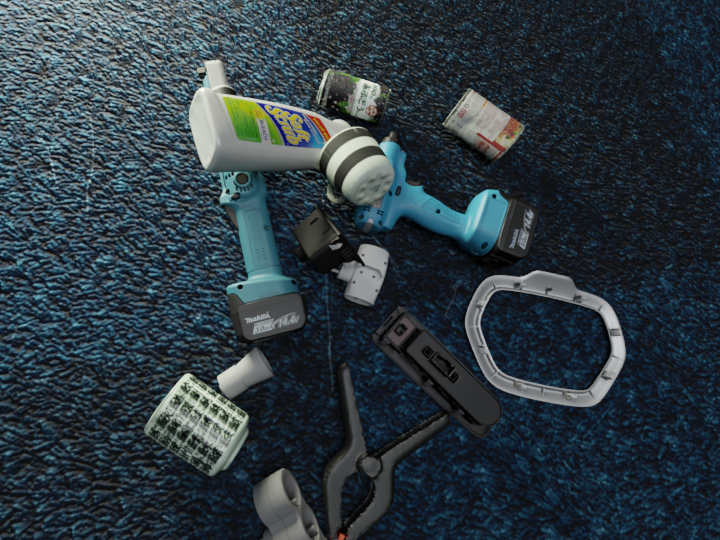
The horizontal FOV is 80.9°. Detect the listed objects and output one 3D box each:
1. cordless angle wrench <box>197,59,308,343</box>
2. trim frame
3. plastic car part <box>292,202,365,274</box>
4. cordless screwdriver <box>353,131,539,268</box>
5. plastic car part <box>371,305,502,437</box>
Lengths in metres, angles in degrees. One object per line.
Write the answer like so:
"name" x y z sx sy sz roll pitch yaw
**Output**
"cordless angle wrench" -0.166 -0.116 0.594 0.096 0.074 0.431 -13 76 -12
"trim frame" 0.272 0.095 0.615 0.247 0.027 0.186 12 74 -2
"plastic car part" -0.057 -0.037 0.579 0.071 0.062 0.123 -39 39 -2
"cordless screwdriver" 0.126 -0.105 0.624 0.249 0.073 0.160 17 75 1
"plastic car part" 0.115 0.137 0.570 0.204 0.067 0.066 45 68 2
